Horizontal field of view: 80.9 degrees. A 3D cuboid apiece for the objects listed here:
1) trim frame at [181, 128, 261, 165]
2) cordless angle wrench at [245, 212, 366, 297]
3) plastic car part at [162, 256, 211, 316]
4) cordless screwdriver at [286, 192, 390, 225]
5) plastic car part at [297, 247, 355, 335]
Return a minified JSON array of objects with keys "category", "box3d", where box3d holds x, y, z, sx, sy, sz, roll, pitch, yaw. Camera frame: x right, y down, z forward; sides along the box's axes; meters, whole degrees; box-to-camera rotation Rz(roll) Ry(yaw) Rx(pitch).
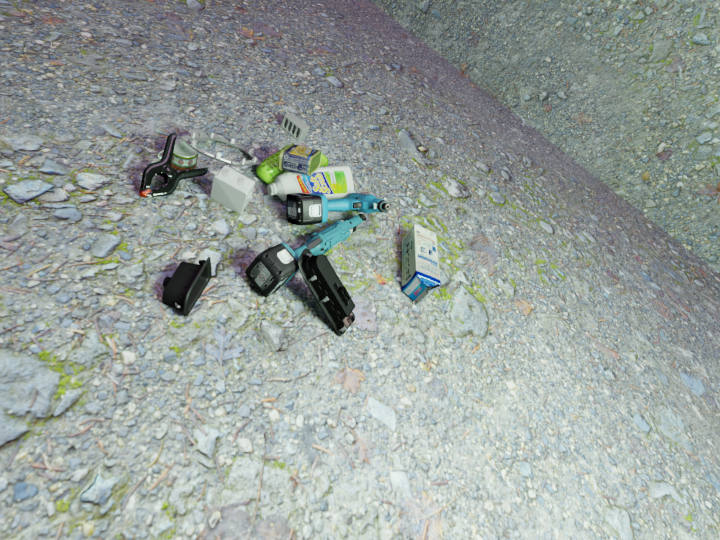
[{"category":"trim frame","box3d":[-0.360,-0.322,1.108,0.186,0.027,0.247,27,22,3]},{"category":"cordless angle wrench","box3d":[-0.101,-0.066,1.032,0.075,0.099,0.413,49,39,4]},{"category":"plastic car part","box3d":[-0.345,0.026,0.825,0.072,0.064,0.118,16,46,4]},{"category":"cordless screwdriver","box3d":[-0.057,-0.164,1.090,0.239,0.073,0.168,-11,18,-32]},{"category":"plastic car part","box3d":[-0.065,0.042,0.897,0.065,0.069,0.198,-45,108,-41]}]
